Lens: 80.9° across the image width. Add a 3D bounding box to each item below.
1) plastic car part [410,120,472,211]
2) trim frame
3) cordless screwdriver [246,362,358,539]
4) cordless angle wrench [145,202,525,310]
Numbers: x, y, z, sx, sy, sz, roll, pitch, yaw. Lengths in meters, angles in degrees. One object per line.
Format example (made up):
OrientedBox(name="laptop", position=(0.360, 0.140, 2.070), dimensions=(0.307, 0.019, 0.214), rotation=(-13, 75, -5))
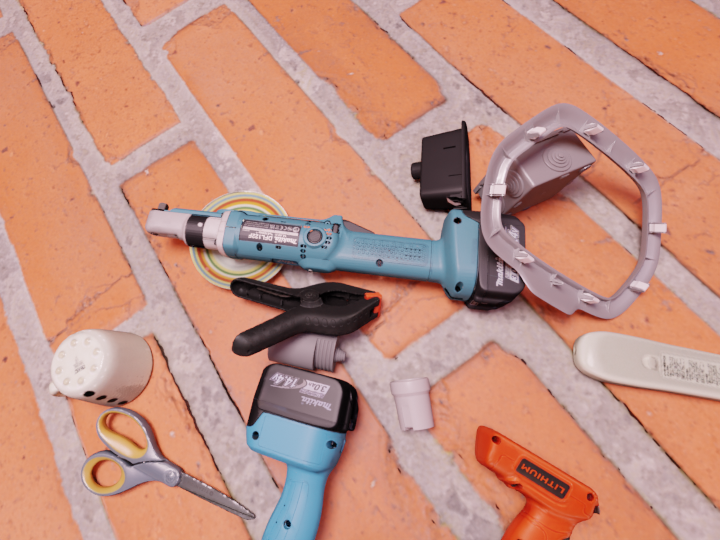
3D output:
OrientedBox(name="plastic car part", position=(0.098, -0.119, 0.513), dimensions=(0.073, 0.063, 0.119), rotation=(-6, 66, 19))
OrientedBox(name="trim frame", position=(0.219, -0.051, 0.415), dimensions=(0.239, 0.028, 0.184), rotation=(28, 86, -21))
OrientedBox(name="cordless screwdriver", position=(-0.089, 0.218, 0.400), dimensions=(0.164, 0.071, 0.252), rotation=(3, 70, 16))
OrientedBox(name="cordless angle wrench", position=(-0.047, -0.031, 0.480), dimensions=(0.429, 0.072, 0.099), rotation=(7, 71, 8))
